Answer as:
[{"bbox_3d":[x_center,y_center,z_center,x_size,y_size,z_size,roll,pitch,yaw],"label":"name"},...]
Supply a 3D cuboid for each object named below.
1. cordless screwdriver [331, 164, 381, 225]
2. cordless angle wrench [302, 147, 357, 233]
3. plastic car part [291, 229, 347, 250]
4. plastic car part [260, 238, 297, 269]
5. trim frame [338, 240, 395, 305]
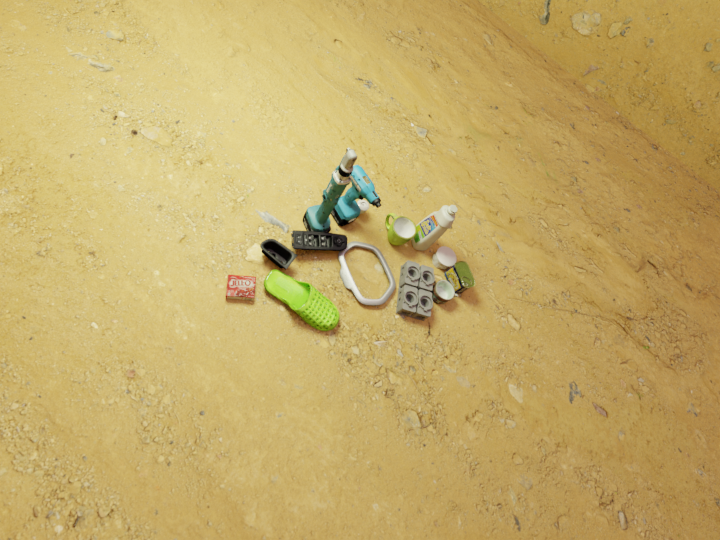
[{"bbox_3d":[-0.016,-0.232,1.455,0.072,0.249,0.163,-25,77,-29],"label":"cordless screwdriver"},{"bbox_3d":[-0.092,-0.237,1.334,0.072,0.424,0.100,-15,74,-27],"label":"cordless angle wrench"},{"bbox_3d":[-0.142,-0.093,1.452,0.197,0.067,0.068,0,66,-17],"label":"plastic car part"},{"bbox_3d":[-0.277,-0.050,1.387,0.117,0.071,0.066,36,59,2],"label":"plastic car part"},{"bbox_3d":[0.019,0.007,1.472,0.179,0.027,0.256,-17,70,-24],"label":"trim frame"}]
